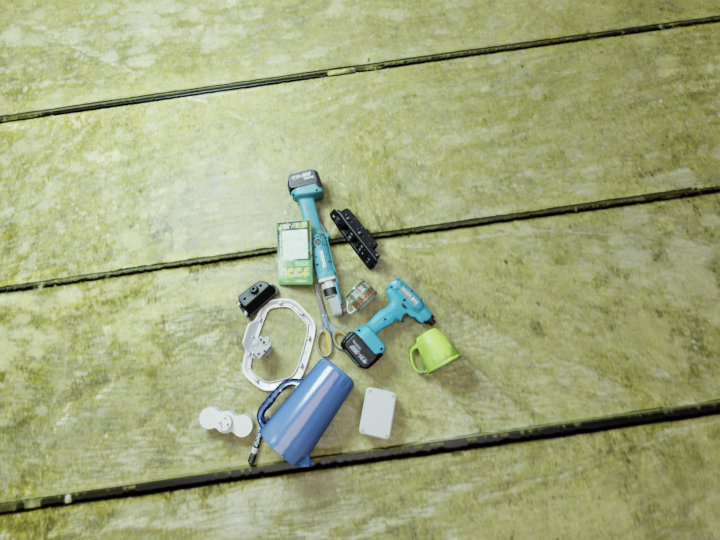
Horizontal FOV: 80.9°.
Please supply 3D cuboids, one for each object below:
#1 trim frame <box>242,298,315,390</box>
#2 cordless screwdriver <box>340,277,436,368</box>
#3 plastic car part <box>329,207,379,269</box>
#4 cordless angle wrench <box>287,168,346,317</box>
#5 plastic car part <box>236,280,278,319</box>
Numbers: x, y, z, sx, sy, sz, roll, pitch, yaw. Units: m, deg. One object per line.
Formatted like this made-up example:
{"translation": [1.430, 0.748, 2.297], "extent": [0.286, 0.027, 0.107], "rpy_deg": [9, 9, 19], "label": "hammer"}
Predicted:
{"translation": [-0.225, 0.198, 1.145], "extent": [0.187, 0.027, 0.250], "rpy_deg": [15, 77, 7], "label": "trim frame"}
{"translation": [0.076, 0.158, 1.120], "extent": [0.160, 0.074, 0.247], "rpy_deg": [44, 76, 1], "label": "cordless screwdriver"}
{"translation": [-0.009, -0.104, 1.201], "extent": [0.066, 0.065, 0.208], "rpy_deg": [-37, 77, -19], "label": "plastic car part"}
{"translation": [-0.117, -0.076, 1.194], "extent": [0.098, 0.073, 0.431], "rpy_deg": [-15, 76, -3], "label": "cordless angle wrench"}
{"translation": [-0.288, 0.066, 1.156], "extent": [0.116, 0.068, 0.069], "rpy_deg": [-41, 68, -7], "label": "plastic car part"}
